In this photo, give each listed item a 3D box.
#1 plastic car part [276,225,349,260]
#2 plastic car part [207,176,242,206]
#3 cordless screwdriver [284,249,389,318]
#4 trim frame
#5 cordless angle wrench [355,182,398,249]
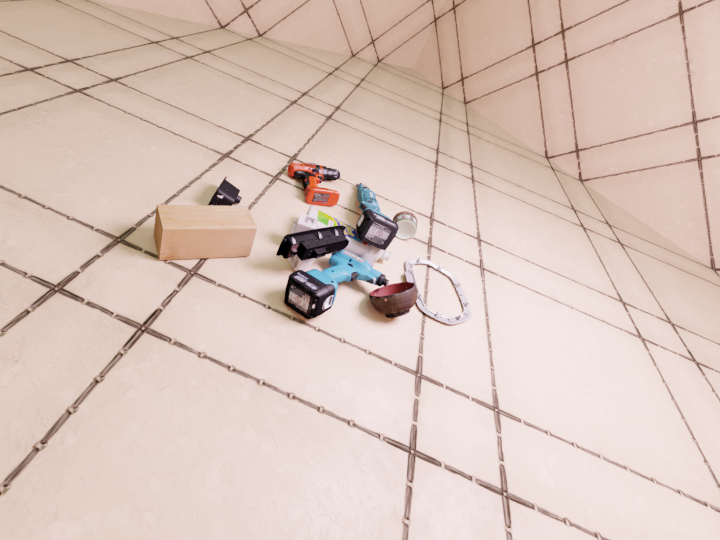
[{"bbox_3d":[-0.098,-0.064,1.000,0.070,0.065,0.196,40,38,25],"label":"plastic car part"},{"bbox_3d":[-0.357,-0.203,1.142,0.069,0.066,0.119,32,30,-16],"label":"plastic car part"},{"bbox_3d":[-0.050,0.030,0.972,0.166,0.073,0.242,26,31,22],"label":"cordless screwdriver"},{"bbox_3d":[0.205,0.048,1.140,0.180,0.027,0.257,11,39,-14],"label":"trim frame"},{"bbox_3d":[0.027,-0.191,1.273,0.095,0.074,0.435,23,22,-16],"label":"cordless angle wrench"}]
